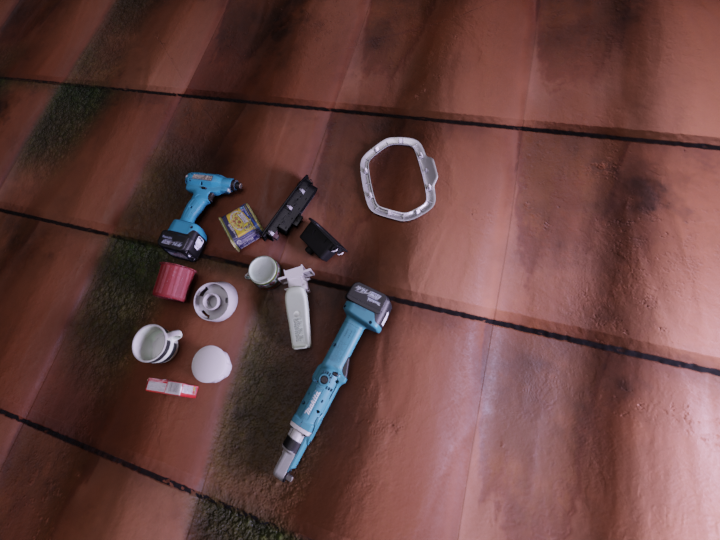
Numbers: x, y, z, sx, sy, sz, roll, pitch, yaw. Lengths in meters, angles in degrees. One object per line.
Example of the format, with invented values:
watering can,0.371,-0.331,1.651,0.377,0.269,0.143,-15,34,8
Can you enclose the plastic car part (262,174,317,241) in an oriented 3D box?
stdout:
plastic car part,-0.171,-0.154,1.066,0.068,0.065,0.203,27,76,8

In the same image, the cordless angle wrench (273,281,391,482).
cordless angle wrench,-0.068,0.230,0.884,0.102,0.071,0.423,24,77,19

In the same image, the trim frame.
trim frame,0.096,-0.235,1.060,0.186,0.026,0.256,-11,65,7

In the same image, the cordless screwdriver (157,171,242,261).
cordless screwdriver,-0.417,-0.148,1.113,0.163,0.071,0.252,7,66,14

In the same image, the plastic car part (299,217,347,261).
plastic car part,-0.100,-0.065,1.020,0.122,0.063,0.071,41,95,26
